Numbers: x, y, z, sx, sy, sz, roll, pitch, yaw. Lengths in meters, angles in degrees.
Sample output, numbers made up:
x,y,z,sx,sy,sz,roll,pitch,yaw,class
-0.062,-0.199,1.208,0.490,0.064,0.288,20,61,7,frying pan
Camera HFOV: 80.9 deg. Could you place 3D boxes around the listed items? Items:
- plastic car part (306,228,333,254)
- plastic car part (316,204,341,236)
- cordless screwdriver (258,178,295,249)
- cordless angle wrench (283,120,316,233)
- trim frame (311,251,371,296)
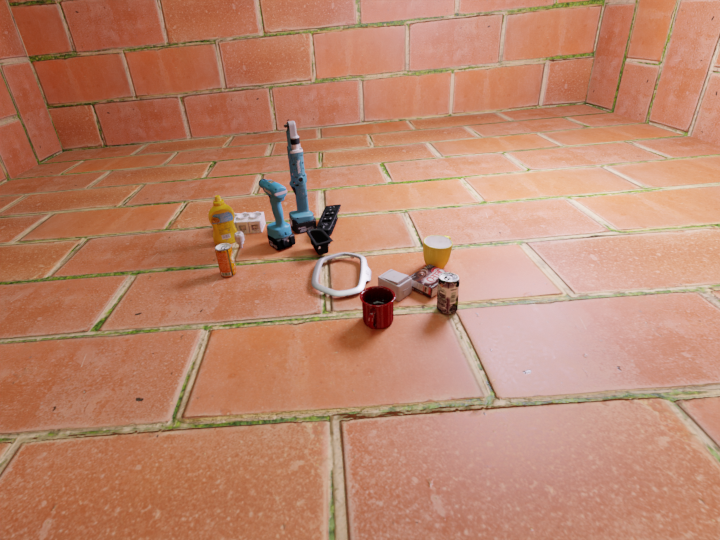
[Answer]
x,y,z,sx,sy,sz,roll,pitch,yaw,class
-0.145,-0.095,1.482,0.064,0.069,0.123,-16,32,-19,plastic car part
-0.124,-0.189,1.639,0.068,0.065,0.205,2,31,10,plastic car part
-0.311,-0.208,1.530,0.072,0.241,0.169,-21,34,-30,cordless screwdriver
-0.233,-0.344,1.580,0.096,0.410,0.078,-13,30,-18,cordless angle wrench
-0.059,0.009,1.336,0.186,0.027,0.253,-2,31,6,trim frame
